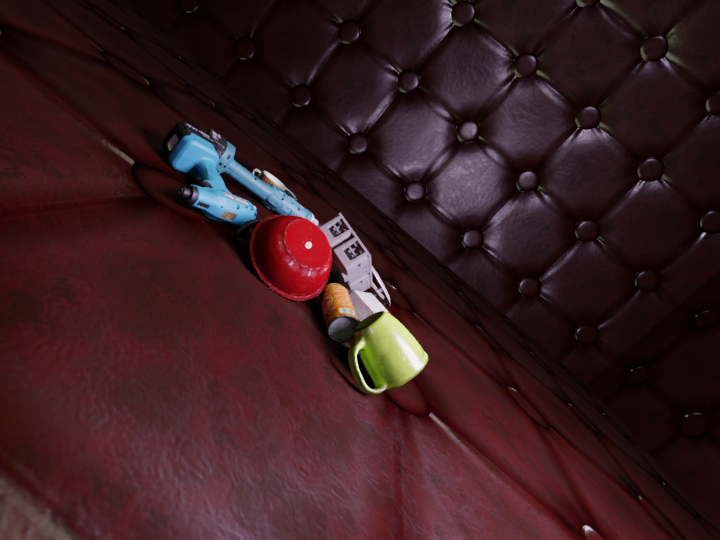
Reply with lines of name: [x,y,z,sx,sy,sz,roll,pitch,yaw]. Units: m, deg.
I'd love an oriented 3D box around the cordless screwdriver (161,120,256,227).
cordless screwdriver: [-0.306,-0.186,0.794,0.261,0.075,0.151,52,17,29]

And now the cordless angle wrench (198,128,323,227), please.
cordless angle wrench: [-0.213,-0.179,1.037,0.403,0.074,0.102,36,14,-28]

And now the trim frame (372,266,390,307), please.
trim frame: [0.003,-0.009,1.016,0.262,0.027,0.175,55,-8,43]

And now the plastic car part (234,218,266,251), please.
plastic car part: [-0.174,-0.056,0.773,0.112,0.066,0.073,32,1,-20]
